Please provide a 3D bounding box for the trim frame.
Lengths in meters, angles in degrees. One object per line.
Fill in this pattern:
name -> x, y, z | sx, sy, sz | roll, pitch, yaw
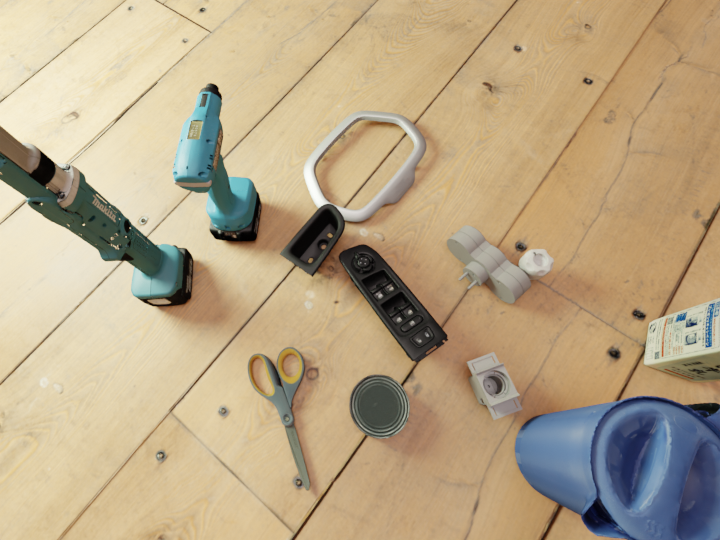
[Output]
trim frame -> 0.008, -0.197, 0.774 | 0.190, 0.027, 0.247 | 36, 75, 16

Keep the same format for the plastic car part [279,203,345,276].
plastic car part -> -0.068, -0.045, 0.696 | 0.068, 0.069, 0.116 | 33, 74, 13

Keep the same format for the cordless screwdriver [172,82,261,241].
cordless screwdriver -> -0.213, -0.151, 0.656 | 0.075, 0.243, 0.162 | 2, 70, 0

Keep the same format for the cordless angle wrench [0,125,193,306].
cordless angle wrench -> -0.319, -0.050, 0.532 | 0.074, 0.413, 0.100 | -4, 71, -2

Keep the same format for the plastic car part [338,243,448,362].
plastic car part -> 0.042, 0.044, 0.655 | 0.066, 0.065, 0.210 | -33, 70, -10
